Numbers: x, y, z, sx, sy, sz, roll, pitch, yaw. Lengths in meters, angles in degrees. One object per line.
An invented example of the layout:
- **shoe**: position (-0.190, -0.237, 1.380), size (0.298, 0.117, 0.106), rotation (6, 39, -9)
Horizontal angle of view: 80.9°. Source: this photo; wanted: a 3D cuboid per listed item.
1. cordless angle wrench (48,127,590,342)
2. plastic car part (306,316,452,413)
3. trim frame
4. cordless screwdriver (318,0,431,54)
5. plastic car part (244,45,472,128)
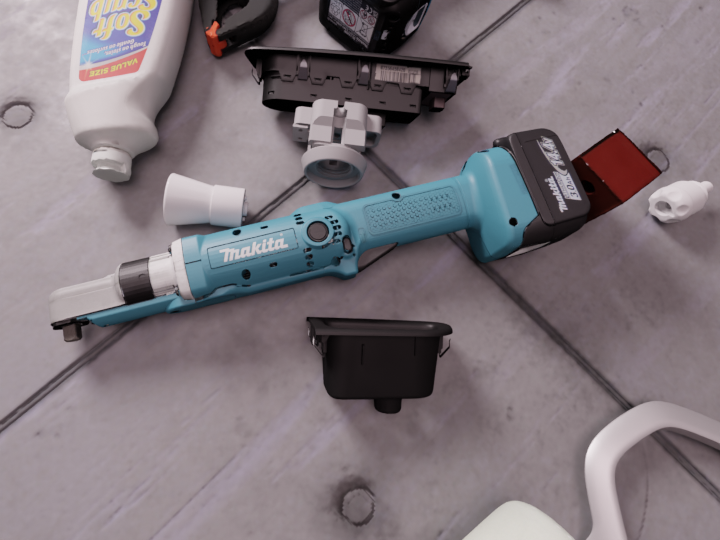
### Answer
- **cordless angle wrench**: position (-0.034, -0.022, 0.347), size (0.419, 0.073, 0.100), rotation (-14, 77, -7)
- **plastic car part**: position (0.015, 0.074, 0.331), size (0.115, 0.067, 0.071), rotation (6, 89, -8)
- **trim frame**: position (0.260, 0.230, 0.320), size (0.182, 0.027, 0.253), rotation (-7, 76, -9)
- **cordless screwdriver**: position (0.079, -0.319, 0.443), size (0.161, 0.074, 0.248), rotation (36, 70, 4)
- **plastic car part**: position (-0.008, -0.171, 0.400), size (0.201, 0.067, 0.066), rotation (8, 100, -5)
